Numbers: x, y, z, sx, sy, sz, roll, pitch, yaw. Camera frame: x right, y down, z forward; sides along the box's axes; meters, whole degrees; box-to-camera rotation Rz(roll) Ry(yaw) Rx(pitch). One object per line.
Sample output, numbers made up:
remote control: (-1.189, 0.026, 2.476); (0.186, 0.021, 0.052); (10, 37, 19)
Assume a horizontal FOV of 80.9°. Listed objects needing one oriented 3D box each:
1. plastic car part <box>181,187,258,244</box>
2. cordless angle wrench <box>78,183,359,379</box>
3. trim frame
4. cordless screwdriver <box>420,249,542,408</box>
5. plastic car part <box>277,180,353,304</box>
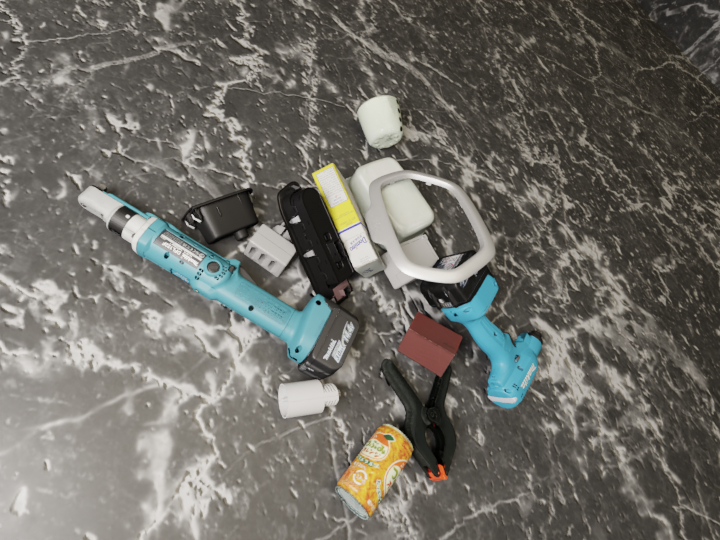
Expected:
plastic car part: (-0.200, -0.077, 0.644); (0.113, 0.068, 0.071); (-25, 93, -35)
cordless angle wrench: (-0.205, 0.006, 0.588); (0.421, 0.074, 0.098); (31, 57, -2)
trim frame: (0.103, -0.079, 0.670); (0.181, 0.027, 0.259); (-7, 52, -10)
cordless screwdriver: (0.214, 0.078, 0.693); (0.157, 0.077, 0.244); (-41, 102, -35)
plastic car part: (-0.062, -0.040, 0.632); (0.065, 0.069, 0.201); (-31, 97, -38)
